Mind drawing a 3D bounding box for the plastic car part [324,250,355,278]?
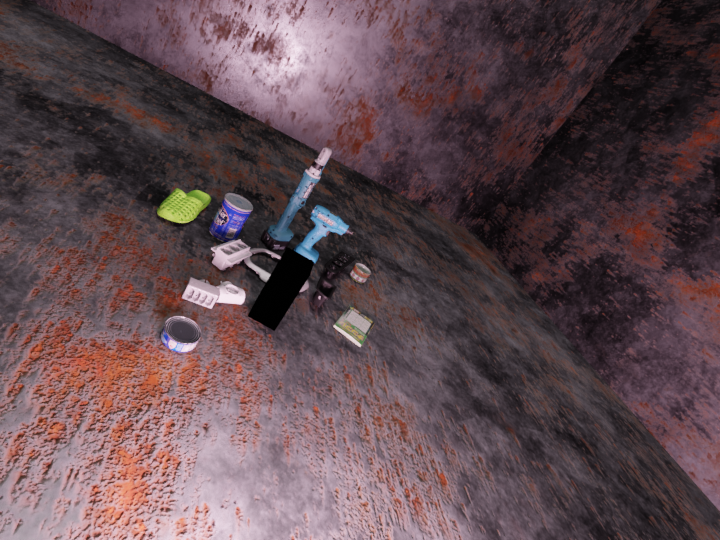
[{"bbox_3d":[-0.093,-0.017,1.657,0.067,0.067,0.199,36,23,6],"label":"plastic car part"}]

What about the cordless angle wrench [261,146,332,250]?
[{"bbox_3d":[-0.221,-0.257,1.519,0.078,0.423,0.093,47,26,27],"label":"cordless angle wrench"}]

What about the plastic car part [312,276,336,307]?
[{"bbox_3d":[-0.131,0.082,1.406,0.066,0.071,0.117,32,23,-4],"label":"plastic car part"}]

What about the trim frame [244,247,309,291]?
[{"bbox_3d":[-0.286,-0.003,1.437,0.246,0.027,0.186,30,23,-5],"label":"trim frame"}]

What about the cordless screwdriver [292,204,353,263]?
[{"bbox_3d":[-0.148,-0.097,1.514,0.159,0.249,0.074,33,23,-2],"label":"cordless screwdriver"}]
